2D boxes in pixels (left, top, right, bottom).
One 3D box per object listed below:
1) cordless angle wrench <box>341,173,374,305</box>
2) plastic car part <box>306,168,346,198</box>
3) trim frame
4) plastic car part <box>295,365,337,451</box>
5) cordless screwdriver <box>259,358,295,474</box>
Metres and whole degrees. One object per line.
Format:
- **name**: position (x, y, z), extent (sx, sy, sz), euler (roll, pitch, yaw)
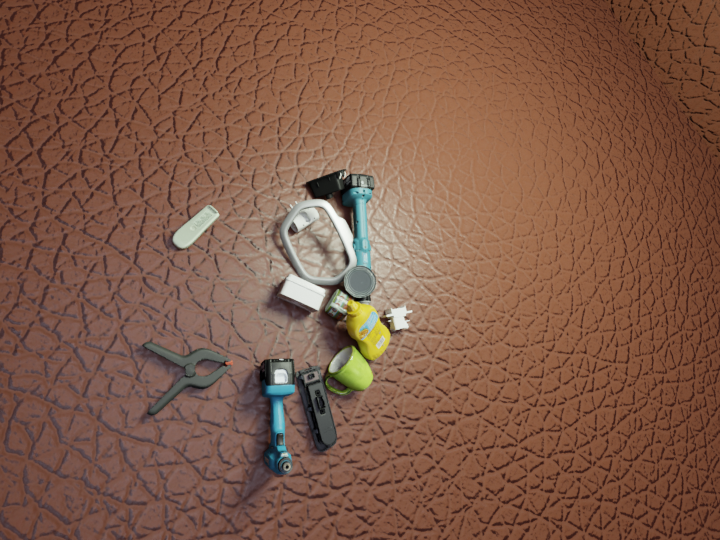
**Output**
- **cordless angle wrench**: position (0.000, -0.064, 1.204), extent (0.072, 0.100, 0.429), euler (2, 76, -23)
- **plastic car part**: position (-0.093, -0.246, 1.232), extent (0.064, 0.120, 0.070), euler (-32, 104, -63)
- **trim frame**: position (-0.113, -0.074, 1.158), extent (0.185, 0.027, 0.247), euler (-26, 94, 5)
- **plastic car part**: position (-0.100, 0.347, 1.061), extent (0.064, 0.068, 0.206), euler (-10, 80, -29)
- **cordless screwdriver**: position (-0.188, 0.334, 0.983), extent (0.072, 0.161, 0.254), euler (3, 72, -20)
